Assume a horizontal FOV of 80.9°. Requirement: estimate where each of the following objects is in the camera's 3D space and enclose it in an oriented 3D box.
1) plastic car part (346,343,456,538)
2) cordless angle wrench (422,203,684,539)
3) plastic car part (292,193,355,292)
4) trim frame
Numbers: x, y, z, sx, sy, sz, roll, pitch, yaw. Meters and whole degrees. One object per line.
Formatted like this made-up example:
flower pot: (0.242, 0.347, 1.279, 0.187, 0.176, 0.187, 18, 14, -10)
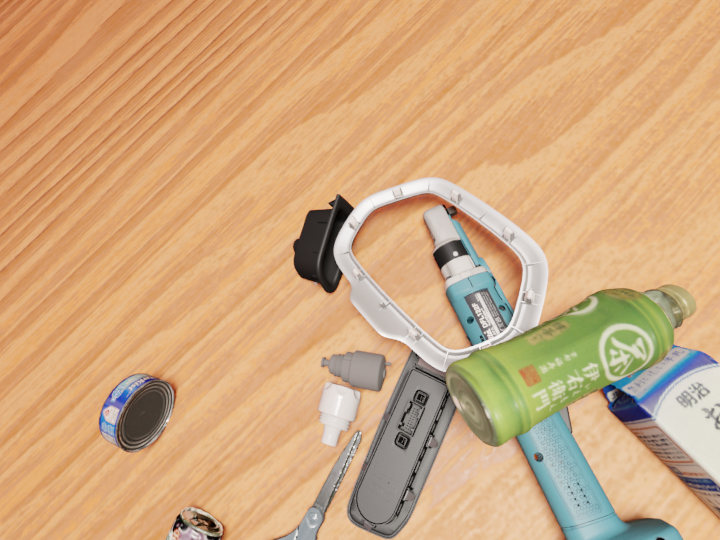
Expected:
plastic car part: (0.049, 0.169, 0.429, 0.068, 0.065, 0.203, 23, 78, 16)
cordless angle wrench: (0.155, 0.103, 0.418, 0.099, 0.071, 0.440, -24, 60, 5)
plastic car part: (-0.054, -0.035, 0.554, 0.075, 0.062, 0.117, 11, 74, 36)
trim frame: (0.075, -0.008, 0.460, 0.184, 0.026, 0.261, -43, 58, 0)
